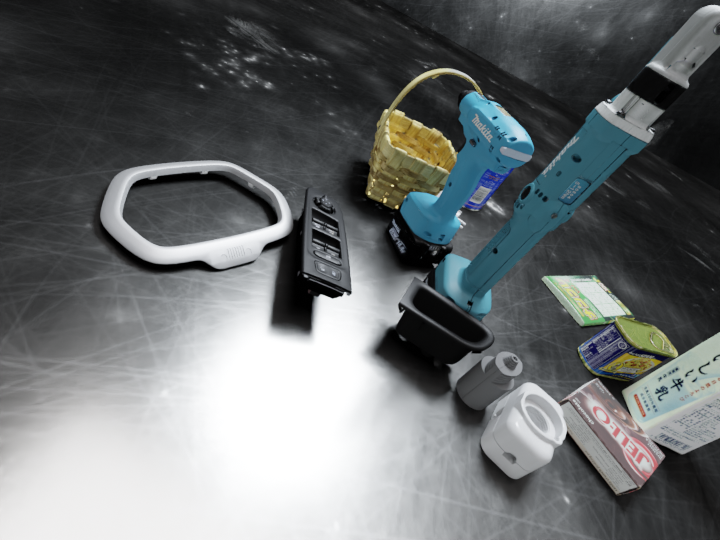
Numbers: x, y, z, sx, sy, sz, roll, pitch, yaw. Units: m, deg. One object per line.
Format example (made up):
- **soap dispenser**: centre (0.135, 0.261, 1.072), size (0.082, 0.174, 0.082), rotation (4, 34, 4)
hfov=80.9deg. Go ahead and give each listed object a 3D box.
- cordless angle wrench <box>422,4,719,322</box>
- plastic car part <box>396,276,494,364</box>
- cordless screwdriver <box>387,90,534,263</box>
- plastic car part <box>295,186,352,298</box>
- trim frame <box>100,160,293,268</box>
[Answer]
- **cordless angle wrench**: centre (0.206, -0.075, 0.473), size (0.073, 0.422, 0.099), rotation (27, 38, -9)
- **plastic car part**: centre (0.092, 0.075, 0.519), size (0.119, 0.071, 0.065), rotation (36, 38, 8)
- **cordless screwdriver**: centre (0.130, -0.136, 0.636), size (0.071, 0.248, 0.166), rotation (9, 43, -28)
- **plastic car part**: centre (-0.054, -0.036, 0.555), size (0.064, 0.067, 0.210), rotation (17, 40, -18)
- **trim frame**: centre (-0.200, -0.079, 0.546), size (0.239, 0.027, 0.192), rotation (-18, 58, -43)
